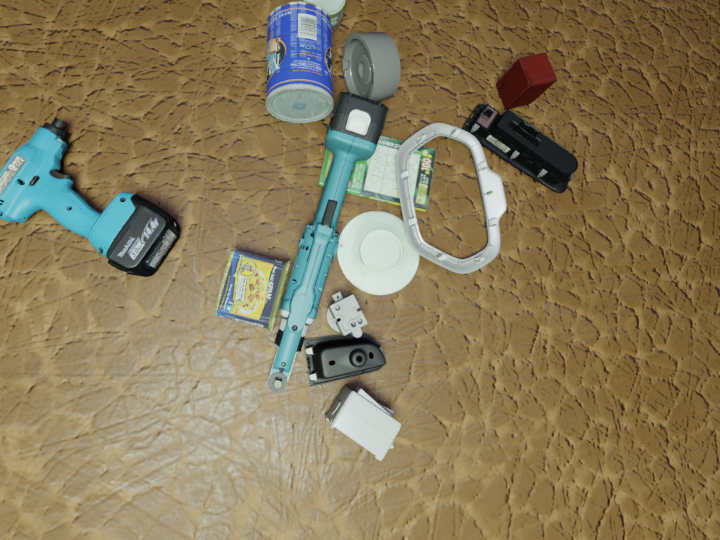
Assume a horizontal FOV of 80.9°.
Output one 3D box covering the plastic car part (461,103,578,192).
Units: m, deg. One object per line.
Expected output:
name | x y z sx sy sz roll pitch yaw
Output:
plastic car part | 0.276 -0.210 0.701 0.202 0.067 0.066 37 69 -3

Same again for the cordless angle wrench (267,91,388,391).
cordless angle wrench | -0.059 -0.039 0.605 0.073 0.099 0.424 17 85 -8

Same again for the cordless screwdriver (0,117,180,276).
cordless screwdriver | -0.372 -0.102 0.587 0.250 0.074 0.160 25 77 1

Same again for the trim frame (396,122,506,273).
trim frame | 0.146 -0.119 0.671 0.179 0.028 0.252 -5 79 -18

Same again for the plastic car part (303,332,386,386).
plastic car part | -0.016 0.122 0.589 0.115 0.071 0.067 -8 83 -7
